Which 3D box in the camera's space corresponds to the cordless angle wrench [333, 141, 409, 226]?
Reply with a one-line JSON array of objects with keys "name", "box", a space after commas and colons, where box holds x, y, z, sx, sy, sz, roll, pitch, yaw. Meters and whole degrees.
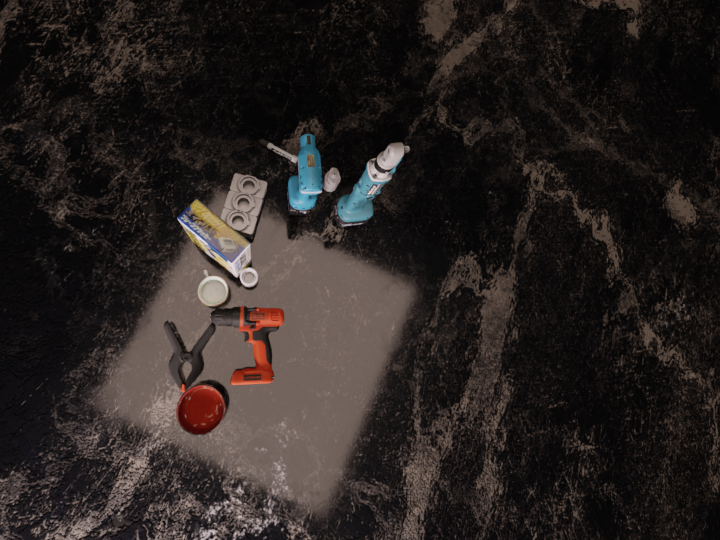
[{"name": "cordless angle wrench", "box": [0.018, -0.194, 0.984, 0.096, 0.425, 0.075, -7, 82, -14]}]

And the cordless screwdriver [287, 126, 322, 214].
[{"name": "cordless screwdriver", "box": [-0.140, -0.237, 1.062, 0.073, 0.250, 0.161, -2, 80, -13]}]
